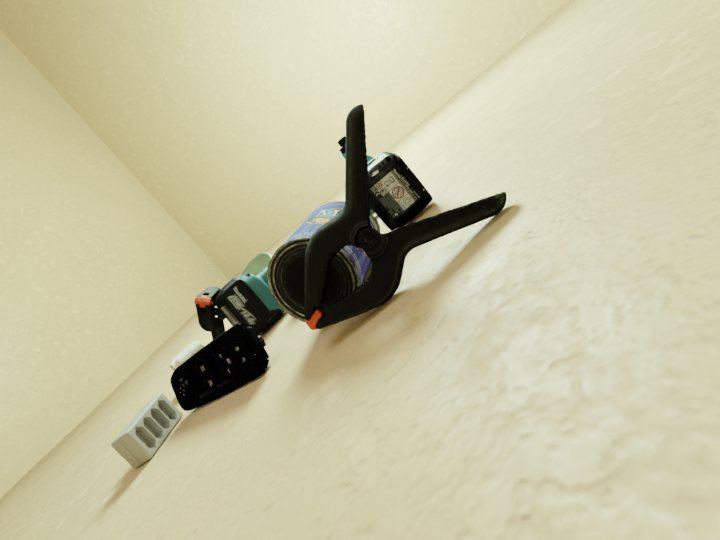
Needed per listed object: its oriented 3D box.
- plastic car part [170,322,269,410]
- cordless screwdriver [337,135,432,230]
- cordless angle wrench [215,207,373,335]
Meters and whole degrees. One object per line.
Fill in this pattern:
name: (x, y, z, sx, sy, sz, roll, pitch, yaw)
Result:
plastic car part: (-0.188, 0.127, 0.563, 0.207, 0.066, 0.066, -34, 2, 31)
cordless screwdriver: (0.022, -0.154, 0.681, 0.075, 0.156, 0.253, -40, 13, 7)
cordless angle wrench: (-0.077, -0.050, 0.783, 0.418, 0.097, 0.076, -44, 6, -28)
